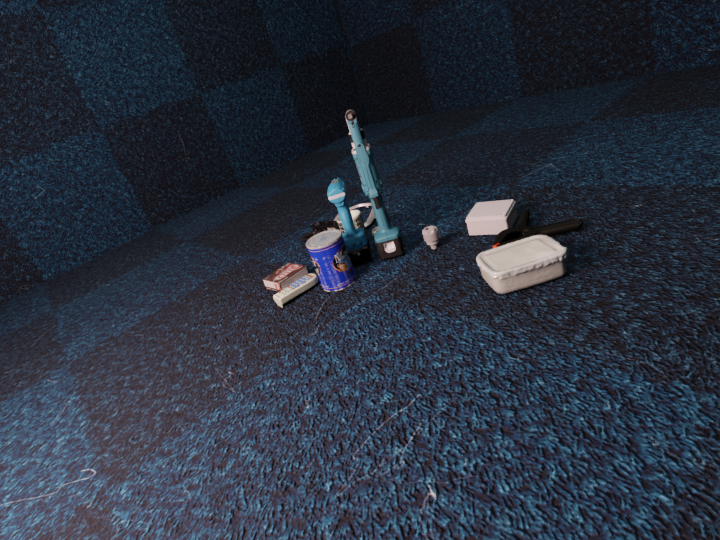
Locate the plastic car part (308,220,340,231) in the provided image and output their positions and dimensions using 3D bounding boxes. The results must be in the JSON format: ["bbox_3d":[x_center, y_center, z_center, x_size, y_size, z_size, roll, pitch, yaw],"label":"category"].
[{"bbox_3d":[-0.106,-0.146,1.495,0.065,0.065,0.214,-35,29,-31],"label":"plastic car part"}]

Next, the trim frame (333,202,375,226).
[{"bbox_3d":[-0.017,-0.196,1.574,0.189,0.026,0.250,-11,27,19],"label":"trim frame"}]

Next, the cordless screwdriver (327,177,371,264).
[{"bbox_3d":[-0.037,-0.151,1.250,0.075,0.241,0.162,-16,23,7],"label":"cordless screwdriver"}]

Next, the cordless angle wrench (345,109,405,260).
[{"bbox_3d":[0.032,-0.231,1.160,0.075,0.410,0.100,-15,22,9],"label":"cordless angle wrench"}]

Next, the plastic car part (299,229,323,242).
[{"bbox_3d":[-0.137,-0.090,1.402,0.065,0.069,0.123,-33,27,-29],"label":"plastic car part"}]
